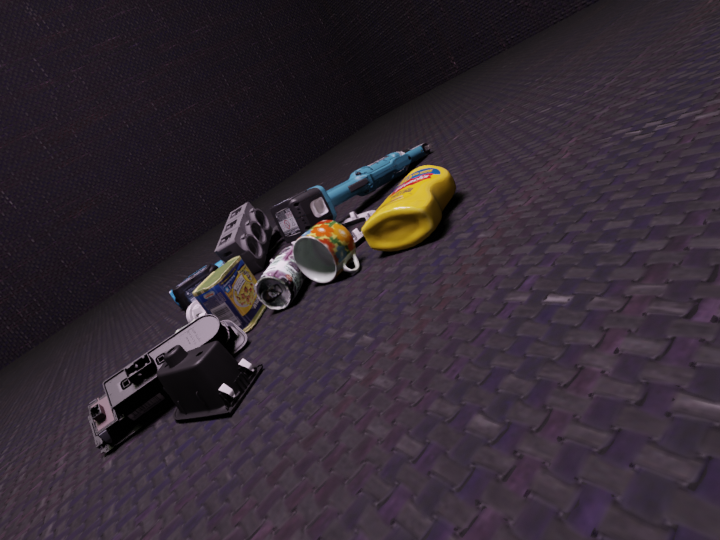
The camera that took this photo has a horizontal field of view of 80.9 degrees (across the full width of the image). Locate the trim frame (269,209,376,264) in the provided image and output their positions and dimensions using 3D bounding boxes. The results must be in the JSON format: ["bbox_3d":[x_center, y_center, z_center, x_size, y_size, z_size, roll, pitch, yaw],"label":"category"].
[{"bbox_3d":[-0.073,-0.048,0.745,0.258,0.027,0.183,-13,27,40],"label":"trim frame"}]

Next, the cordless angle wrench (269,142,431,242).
[{"bbox_3d":[0.009,-0.181,0.856,0.414,0.073,0.102,-35,14,-35],"label":"cordless angle wrench"}]

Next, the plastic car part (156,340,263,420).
[{"bbox_3d":[-0.173,0.110,0.443,0.120,0.069,0.066,-18,20,30],"label":"plastic car part"}]

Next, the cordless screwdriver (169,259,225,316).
[{"bbox_3d":[-0.314,0.024,0.878,0.157,0.073,0.257,-38,16,-19],"label":"cordless screwdriver"}]

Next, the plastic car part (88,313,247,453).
[{"bbox_3d":[-0.235,0.117,0.508,0.200,0.064,0.070,-34,43,-19],"label":"plastic car part"}]
